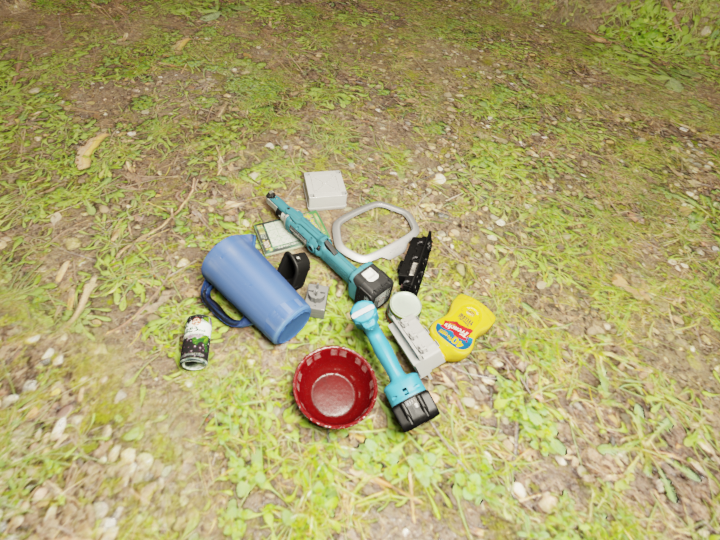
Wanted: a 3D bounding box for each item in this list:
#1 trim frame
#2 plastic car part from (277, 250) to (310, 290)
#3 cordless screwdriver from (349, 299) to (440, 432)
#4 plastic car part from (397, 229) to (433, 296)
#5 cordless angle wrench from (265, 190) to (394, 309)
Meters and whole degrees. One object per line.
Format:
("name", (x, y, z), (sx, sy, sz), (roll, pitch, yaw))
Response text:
("trim frame", (0.039, -0.104, 1.119), (0.243, 0.027, 0.193), (-28, 57, -26))
("plastic car part", (-0.149, 0.005, 0.972), (0.069, 0.116, 0.068), (43, 35, 24))
("cordless screwdriver", (0.057, 0.182, 0.834), (0.074, 0.154, 0.257), (-28, 70, -3))
("plastic car part", (0.133, -0.016, 1.036), (0.070, 0.063, 0.203), (4, 48, 31))
("cordless angle wrench", (-0.101, -0.066, 1.034), (0.073, 0.095, 0.443), (-32, 59, -28))
